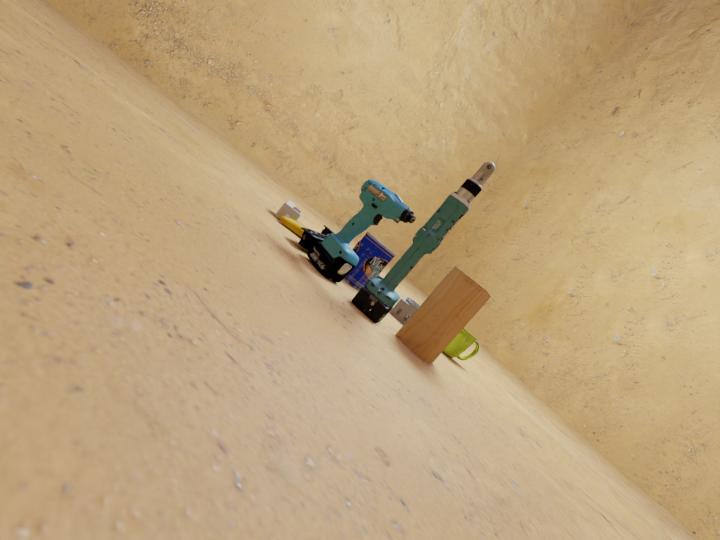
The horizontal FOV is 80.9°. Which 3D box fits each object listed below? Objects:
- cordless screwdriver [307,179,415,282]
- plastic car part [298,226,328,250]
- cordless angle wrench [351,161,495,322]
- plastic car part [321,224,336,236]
[{"bbox_3d":[0.002,-0.080,0.976,0.168,0.249,0.070,44,7,37],"label":"cordless screwdriver"},{"bbox_3d":[-0.111,-0.072,1.131,0.069,0.067,0.194,42,6,21],"label":"plastic car part"},{"bbox_3d":[0.147,-0.068,0.927,0.076,0.423,0.095,41,6,13],"label":"cordless angle wrench"},{"bbox_3d":[-0.110,-0.098,1.328,0.065,0.071,0.117,39,6,-7],"label":"plastic car part"}]
